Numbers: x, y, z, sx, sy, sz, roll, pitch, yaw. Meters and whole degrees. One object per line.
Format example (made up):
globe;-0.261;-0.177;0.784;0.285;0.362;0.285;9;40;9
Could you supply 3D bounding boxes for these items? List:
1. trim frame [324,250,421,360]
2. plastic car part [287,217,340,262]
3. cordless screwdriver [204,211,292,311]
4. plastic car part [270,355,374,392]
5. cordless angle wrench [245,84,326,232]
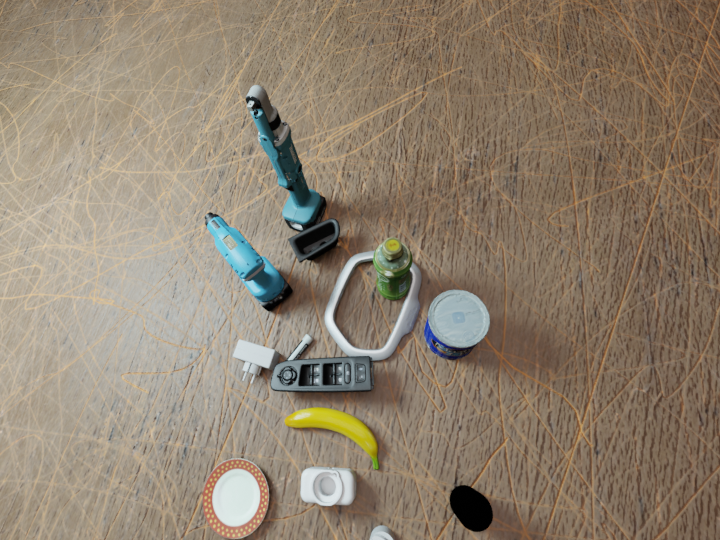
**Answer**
trim frame;0.030;0.067;0.895;0.190;0.026;0.250;19;72;17
plastic car part;-0.093;-0.061;0.948;0.116;0.068;0.068;-27;67;-3
cordless screwdriver;-0.228;-0.016;0.858;0.074;0.240;0.166;-40;70;-10
plastic car part;-0.075;0.208;0.833;0.206;0.065;0.068;-4;68;8
cordless angle wrench;-0.144;-0.203;0.831;0.076;0.409;0.098;18;72;11
